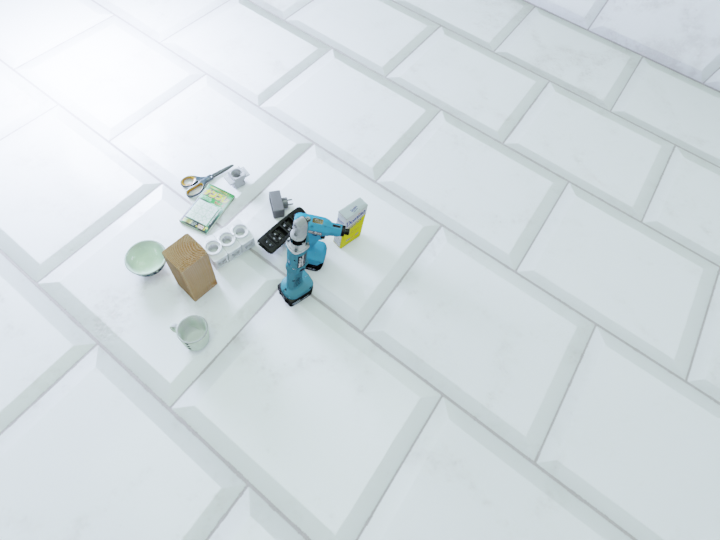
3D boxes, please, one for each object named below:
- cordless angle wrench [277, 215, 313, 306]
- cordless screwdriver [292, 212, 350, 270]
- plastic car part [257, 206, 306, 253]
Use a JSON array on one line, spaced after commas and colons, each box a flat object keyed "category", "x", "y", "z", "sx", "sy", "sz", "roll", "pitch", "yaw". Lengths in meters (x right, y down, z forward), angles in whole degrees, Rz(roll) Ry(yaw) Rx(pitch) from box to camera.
[{"category": "cordless angle wrench", "x": -0.171, "y": -0.022, "z": 1.139, "sx": 0.096, "sy": 0.416, "sz": 0.077, "roll": -31, "pitch": 73, "yaw": -22}, {"category": "cordless screwdriver", "x": -0.124, "y": -0.081, "z": 1.272, "sx": 0.159, "sy": 0.245, "sz": 0.075, "roll": 13, "pitch": 63, "yaw": -2}, {"category": "plastic car part", "x": -0.247, "y": -0.127, "z": 1.387, "sx": 0.068, "sy": 0.066, "sz": 0.201, "roll": 36, "pitch": 65, "yaw": 11}]
